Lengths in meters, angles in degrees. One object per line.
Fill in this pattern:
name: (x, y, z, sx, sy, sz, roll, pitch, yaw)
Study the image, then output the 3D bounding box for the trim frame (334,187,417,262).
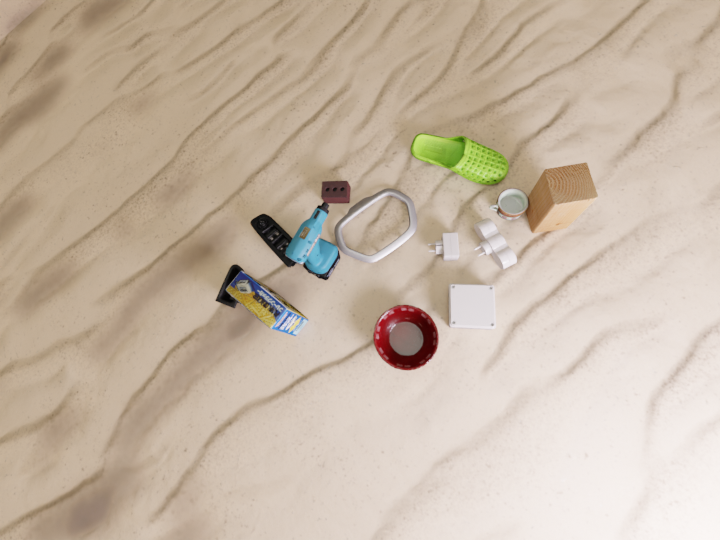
trim frame: (0.043, -0.130, 1.198, 0.248, 0.026, 0.191, -37, 70, 0)

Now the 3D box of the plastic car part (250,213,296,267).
plastic car part: (-0.239, -0.089, 1.230, 0.066, 0.065, 0.211, -44, 70, -3)

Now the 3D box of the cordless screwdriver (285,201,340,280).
cordless screwdriver: (-0.108, -0.070, 1.101, 0.077, 0.241, 0.159, 27, 81, 14)

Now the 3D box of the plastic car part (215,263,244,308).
plastic car part: (-0.355, 0.048, 1.214, 0.068, 0.068, 0.117, 17, 79, 14)
